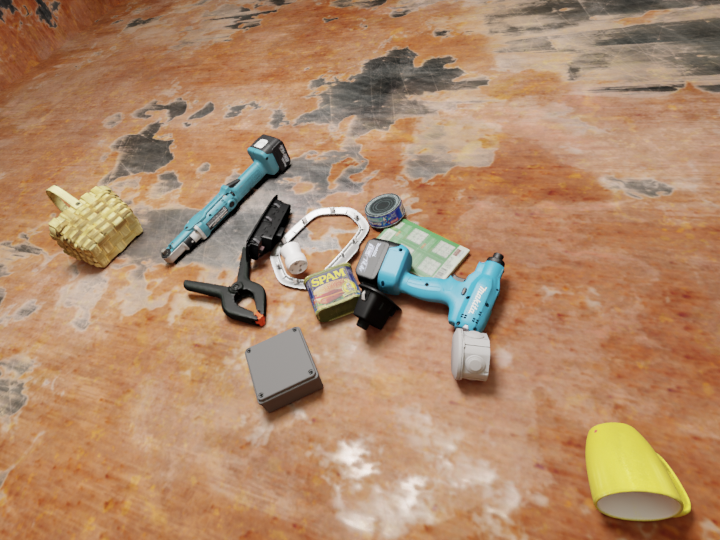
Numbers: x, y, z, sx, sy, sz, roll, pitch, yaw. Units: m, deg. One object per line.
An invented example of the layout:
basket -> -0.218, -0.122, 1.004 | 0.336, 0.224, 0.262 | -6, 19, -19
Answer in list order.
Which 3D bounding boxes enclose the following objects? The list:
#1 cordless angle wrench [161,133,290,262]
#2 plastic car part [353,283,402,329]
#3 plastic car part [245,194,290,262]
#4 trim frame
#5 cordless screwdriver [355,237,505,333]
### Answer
cordless angle wrench -> -0.344, -0.179, 1.078 | 0.078, 0.093, 0.421 | 25, 66, 30
plastic car part -> 0.019, 0.072, 0.755 | 0.069, 0.111, 0.071 | 21, 83, 28
plastic car part -> -0.205, -0.104, 0.973 | 0.068, 0.064, 0.207 | 6, 44, 4
trim frame -> -0.092, -0.060, 0.940 | 0.194, 0.026, 0.246 | 27, 62, 31
cordless screwdriver -> 0.127, 0.004, 0.781 | 0.260, 0.071, 0.159 | 21, 71, 26
